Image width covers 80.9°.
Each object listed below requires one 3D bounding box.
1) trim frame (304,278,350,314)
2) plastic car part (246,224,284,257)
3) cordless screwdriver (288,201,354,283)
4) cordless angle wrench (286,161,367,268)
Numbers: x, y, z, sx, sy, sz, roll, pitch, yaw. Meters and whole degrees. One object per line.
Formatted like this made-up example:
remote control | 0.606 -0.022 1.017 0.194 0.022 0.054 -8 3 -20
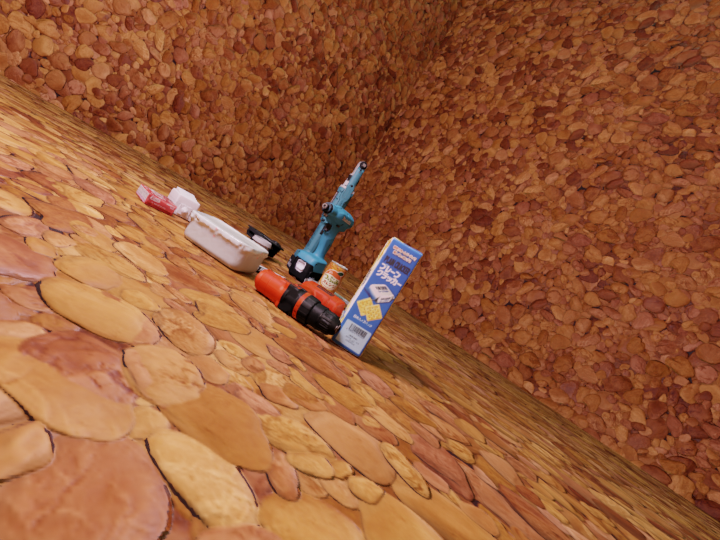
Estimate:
trim frame | -0.074 0.082 1.137 0.181 0.027 0.253 31 2 -11
plastic car part | -0.288 -0.076 1.278 0.068 0.067 0.196 32 2 14
cordless screwdriver | -0.121 -0.079 1.238 0.078 0.248 0.151 32 2 28
cordless angle wrench | -0.099 -0.172 1.379 0.072 0.423 0.101 31 1 -18
